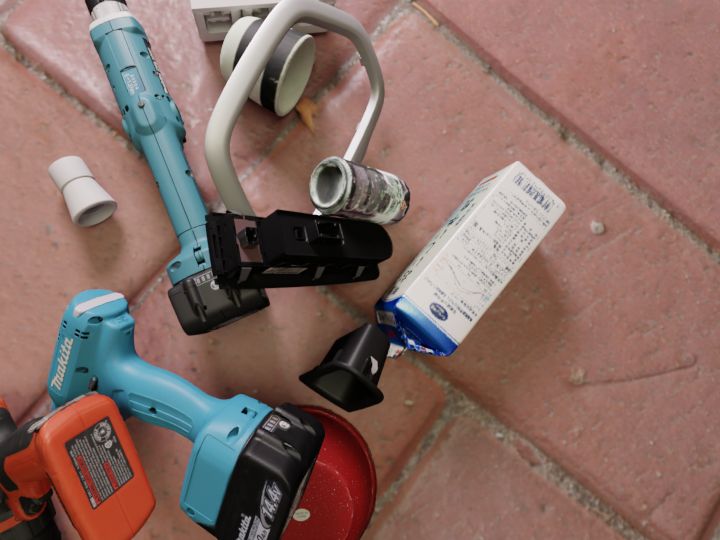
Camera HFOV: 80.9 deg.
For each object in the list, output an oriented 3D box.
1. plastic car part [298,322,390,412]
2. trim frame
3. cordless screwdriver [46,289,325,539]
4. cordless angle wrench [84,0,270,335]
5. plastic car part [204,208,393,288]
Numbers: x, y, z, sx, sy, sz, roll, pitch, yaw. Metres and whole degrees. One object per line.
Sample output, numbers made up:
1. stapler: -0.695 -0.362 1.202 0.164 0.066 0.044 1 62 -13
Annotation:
1. plastic car part: -0.004 0.087 0.407 0.065 0.117 0.071 33 56 -6
2. trim frame: -0.052 -0.140 0.415 0.174 0.029 0.249 34 75 -44
3. cordless screwdriver: -0.165 0.139 0.360 0.255 0.073 0.158 27 107 13
4. cordless angle wrench: -0.206 -0.146 0.425 0.074 0.097 0.429 -23 82 -8
5. plastic car part: -0.038 -0.025 0.391 0.193 0.068 0.068 4 59 -50
